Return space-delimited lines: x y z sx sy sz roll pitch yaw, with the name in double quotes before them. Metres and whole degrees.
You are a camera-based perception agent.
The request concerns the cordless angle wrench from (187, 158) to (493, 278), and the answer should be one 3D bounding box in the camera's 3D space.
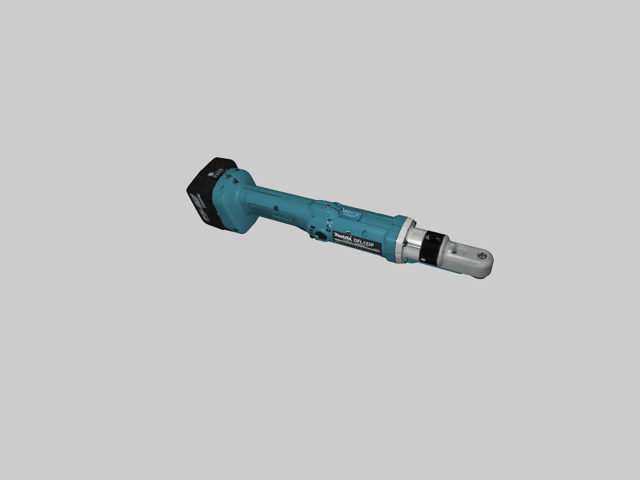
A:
"cordless angle wrench" 0.011 -0.024 0.572 0.423 0.074 0.098 16 -35 24
